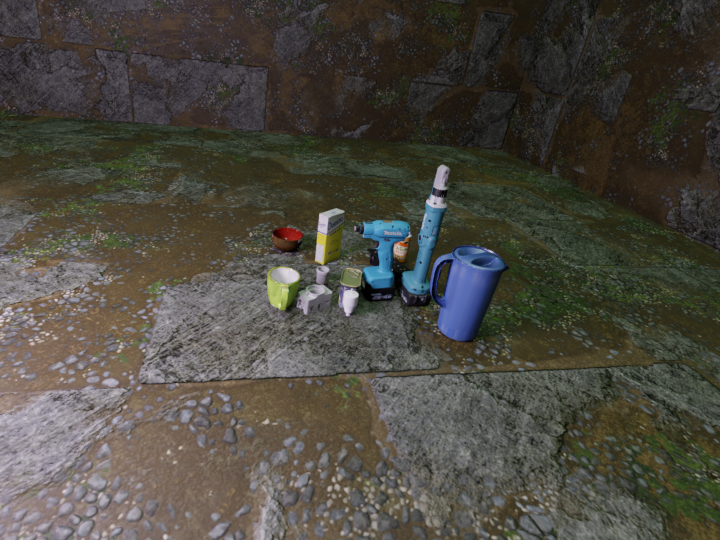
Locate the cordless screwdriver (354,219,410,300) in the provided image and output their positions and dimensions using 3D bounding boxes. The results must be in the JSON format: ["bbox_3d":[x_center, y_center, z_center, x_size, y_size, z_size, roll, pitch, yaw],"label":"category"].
[{"bbox_3d":[0.045,-0.032,1.244,0.156,0.244,0.077,2,28,-14],"label":"cordless screwdriver"}]

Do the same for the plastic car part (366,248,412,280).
[{"bbox_3d":[0.090,-0.017,1.414,0.064,0.066,0.214,-8,32,-28],"label":"plastic car part"}]

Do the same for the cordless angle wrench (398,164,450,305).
[{"bbox_3d":[0.193,-0.093,1.211,0.072,0.414,0.102,1,28,-18],"label":"cordless angle wrench"}]
